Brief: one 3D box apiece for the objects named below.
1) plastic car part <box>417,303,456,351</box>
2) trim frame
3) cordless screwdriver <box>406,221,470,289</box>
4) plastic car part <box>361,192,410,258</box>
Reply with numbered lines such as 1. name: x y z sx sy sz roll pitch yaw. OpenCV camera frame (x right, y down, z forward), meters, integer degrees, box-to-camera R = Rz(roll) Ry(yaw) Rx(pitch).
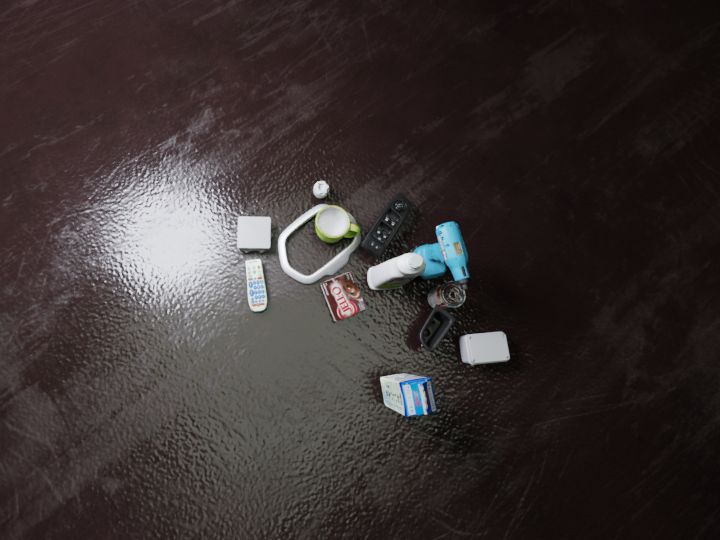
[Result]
1. plastic car part: 0.189 0.158 1.128 0.066 0.071 0.116 37 76 0
2. trim frame: -0.115 -0.075 1.176 0.246 0.027 0.186 -40 84 -13
3. cordless screwdriver: 0.202 -0.016 1.080 0.073 0.249 0.161 -12 81 -13
4. plastic car part: 0.074 -0.125 1.187 0.066 0.067 0.203 34 76 0
